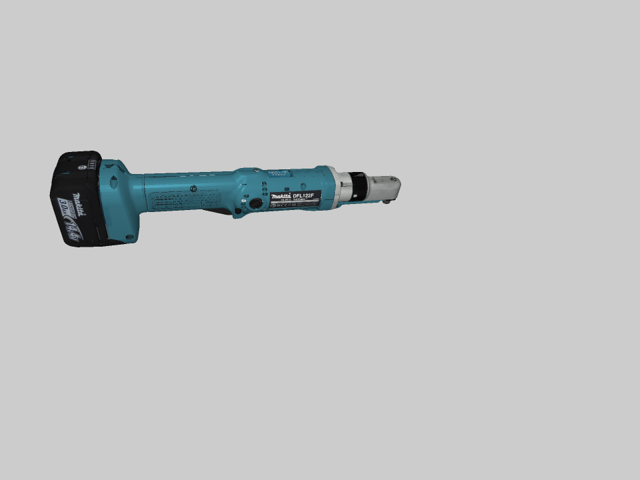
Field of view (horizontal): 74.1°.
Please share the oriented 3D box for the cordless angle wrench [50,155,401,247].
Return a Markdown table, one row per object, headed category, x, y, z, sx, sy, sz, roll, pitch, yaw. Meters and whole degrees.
| category | x | y | z | sx | sy | sz | roll | pitch | yaw |
| --- | --- | --- | --- | --- | --- | --- | --- | --- | --- |
| cordless angle wrench | -0.088 | -0.060 | 0.536 | 0.422 | 0.098 | 0.074 | -5 | 43 | -18 |
